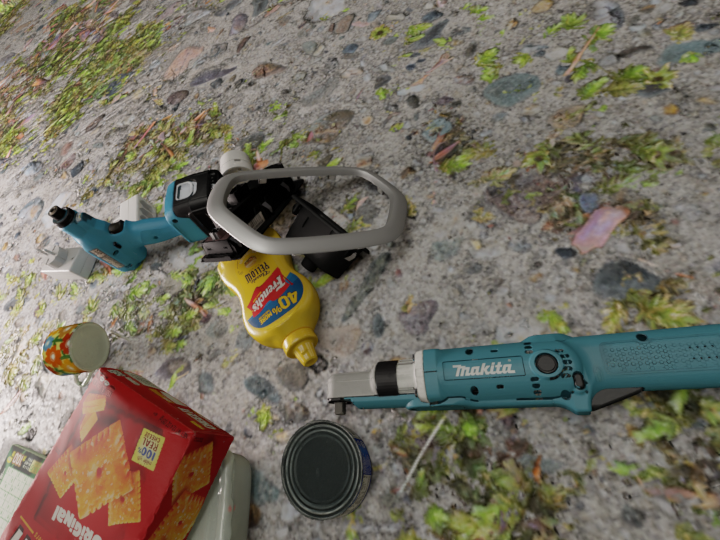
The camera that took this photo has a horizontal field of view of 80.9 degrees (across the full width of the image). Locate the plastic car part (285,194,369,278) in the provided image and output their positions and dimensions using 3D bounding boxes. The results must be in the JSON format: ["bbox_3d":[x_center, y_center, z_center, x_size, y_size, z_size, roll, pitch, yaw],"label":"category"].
[{"bbox_3d":[-0.053,-0.035,0.545,0.071,0.062,0.123,-52,57,10],"label":"plastic car part"}]

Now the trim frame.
[{"bbox_3d":[-0.059,-0.082,0.515,0.242,0.027,0.193,-9,46,-17],"label":"trim frame"}]

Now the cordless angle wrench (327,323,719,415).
[{"bbox_3d":[0.164,0.089,0.365,0.436,0.070,0.100,-10,60,23],"label":"cordless angle wrench"}]

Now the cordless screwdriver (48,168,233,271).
[{"bbox_3d":[-0.315,-0.079,0.630,0.253,0.151,0.077,-17,58,14],"label":"cordless screwdriver"}]

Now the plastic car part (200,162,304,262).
[{"bbox_3d":[-0.146,-0.090,0.573,0.069,0.065,0.202,-12,28,32],"label":"plastic car part"}]
